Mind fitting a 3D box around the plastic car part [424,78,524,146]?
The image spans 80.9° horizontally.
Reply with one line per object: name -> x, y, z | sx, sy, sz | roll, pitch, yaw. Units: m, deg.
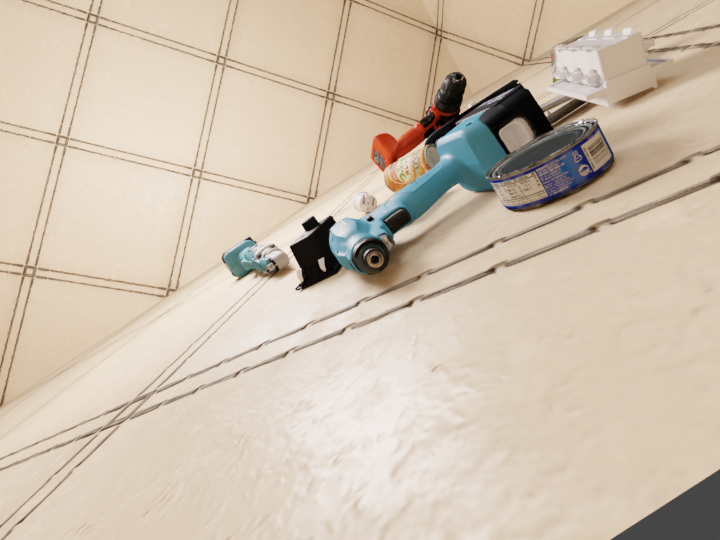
plastic car part -> 0.210, -0.267, 0.789 | 0.204, 0.066, 0.067 | -31, 1, 7

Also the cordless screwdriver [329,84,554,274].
cordless screwdriver -> 0.078, -0.082, 0.425 | 0.249, 0.073, 0.162 | -37, 13, 0

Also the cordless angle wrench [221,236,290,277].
cordless angle wrench -> -0.221, -0.027, 0.911 | 0.097, 0.073, 0.438 | -37, 16, -19

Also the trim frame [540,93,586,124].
trim frame -> 0.235, -0.211, 0.613 | 0.249, 0.027, 0.188 | -31, 14, 1

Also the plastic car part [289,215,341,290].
plastic car part -> -0.055, -0.036, 0.560 | 0.067, 0.069, 0.116 | -26, 17, 27
